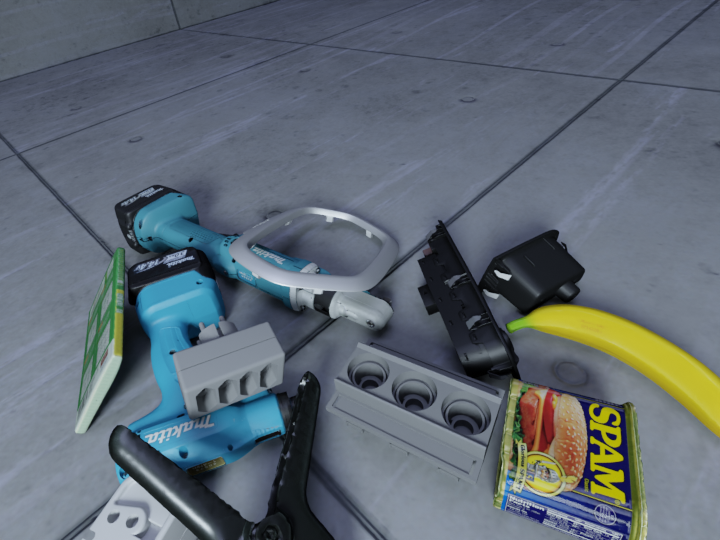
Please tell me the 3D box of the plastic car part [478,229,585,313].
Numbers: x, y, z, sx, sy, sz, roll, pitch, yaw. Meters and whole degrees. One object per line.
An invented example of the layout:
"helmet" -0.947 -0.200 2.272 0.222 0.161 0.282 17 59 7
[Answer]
"plastic car part" 0.199 0.006 0.462 0.114 0.064 0.074 -21 57 -19

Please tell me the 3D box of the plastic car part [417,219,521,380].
"plastic car part" 0.102 0.032 0.443 0.067 0.063 0.212 -20 41 1

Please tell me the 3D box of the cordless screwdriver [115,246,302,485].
"cordless screwdriver" -0.161 0.077 0.438 0.157 0.072 0.262 -17 44 -12

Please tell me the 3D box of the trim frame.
"trim frame" -0.051 -0.033 0.519 0.189 0.027 0.246 18 28 12

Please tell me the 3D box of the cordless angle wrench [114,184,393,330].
"cordless angle wrench" -0.155 -0.017 0.548 0.444 0.072 0.096 21 44 28
